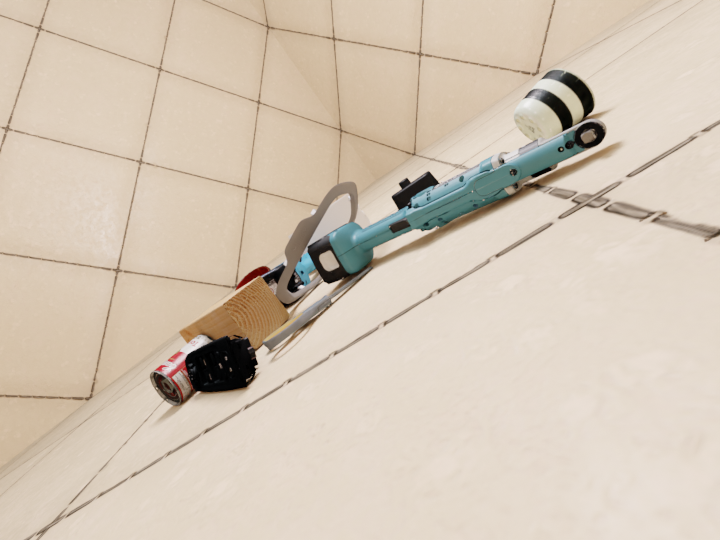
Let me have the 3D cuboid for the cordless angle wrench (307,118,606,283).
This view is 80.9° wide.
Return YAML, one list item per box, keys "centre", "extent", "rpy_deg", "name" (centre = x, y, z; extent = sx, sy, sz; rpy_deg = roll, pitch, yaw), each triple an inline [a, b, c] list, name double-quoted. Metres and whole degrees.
- centre: [0.096, -0.083, 0.571]
  extent: [0.436, 0.074, 0.096]
  rpy_deg: [-23, 8, 41]
  name: "cordless angle wrench"

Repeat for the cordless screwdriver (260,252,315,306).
- centre: [-0.136, 0.000, 0.927]
  extent: [0.164, 0.073, 0.244]
  rpy_deg: [-25, 11, 39]
  name: "cordless screwdriver"

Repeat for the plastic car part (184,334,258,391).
- centre: [-0.196, 0.128, 0.597]
  extent: [0.209, 0.066, 0.065]
  rpy_deg: [-26, 3, 45]
  name: "plastic car part"

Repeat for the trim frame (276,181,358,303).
- centre: [-0.074, -0.048, 0.754]
  extent: [0.248, 0.028, 0.177]
  rpy_deg: [-59, -17, 8]
  name: "trim frame"

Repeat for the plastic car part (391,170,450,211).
- centre: [0.107, -0.150, 0.817]
  extent: [0.119, 0.070, 0.065]
  rpy_deg: [-29, 8, 25]
  name: "plastic car part"
